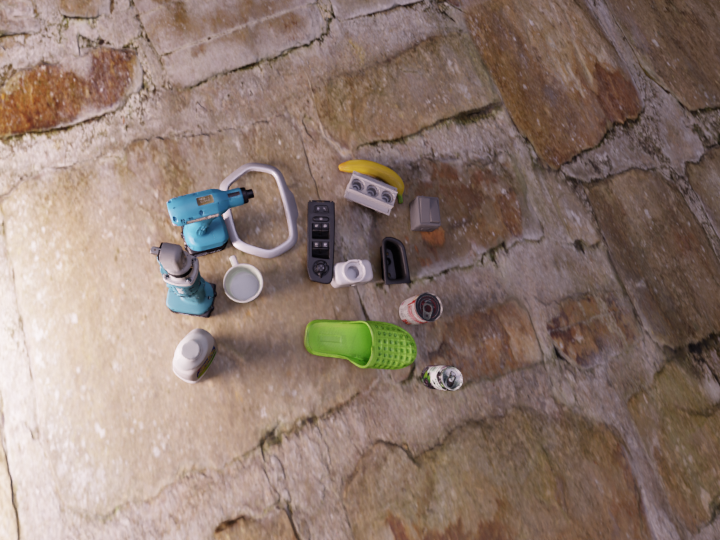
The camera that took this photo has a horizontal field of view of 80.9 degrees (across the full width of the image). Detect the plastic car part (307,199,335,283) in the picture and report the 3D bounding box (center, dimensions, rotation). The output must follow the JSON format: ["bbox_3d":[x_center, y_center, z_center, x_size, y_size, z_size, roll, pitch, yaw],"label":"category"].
[{"bbox_3d":[-0.099,-0.065,1.017,0.065,0.067,0.206,3,74,-15],"label":"plastic car part"}]

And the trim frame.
[{"bbox_3d":[-0.243,-0.149,1.032,0.180,0.027,0.253,-14,77,-16],"label":"trim frame"}]

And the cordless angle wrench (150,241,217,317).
[{"bbox_3d":[-0.312,0.021,0.755,0.096,0.426,0.075,11,74,-15],"label":"cordless angle wrench"}]

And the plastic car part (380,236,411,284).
[{"bbox_3d":[0.074,-0.019,1.040,0.064,0.071,0.118,-2,75,-16],"label":"plastic car part"}]

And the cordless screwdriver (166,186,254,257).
[{"bbox_3d":[-0.307,-0.105,0.886,0.156,0.251,0.075,-18,83,-20],"label":"cordless screwdriver"}]
